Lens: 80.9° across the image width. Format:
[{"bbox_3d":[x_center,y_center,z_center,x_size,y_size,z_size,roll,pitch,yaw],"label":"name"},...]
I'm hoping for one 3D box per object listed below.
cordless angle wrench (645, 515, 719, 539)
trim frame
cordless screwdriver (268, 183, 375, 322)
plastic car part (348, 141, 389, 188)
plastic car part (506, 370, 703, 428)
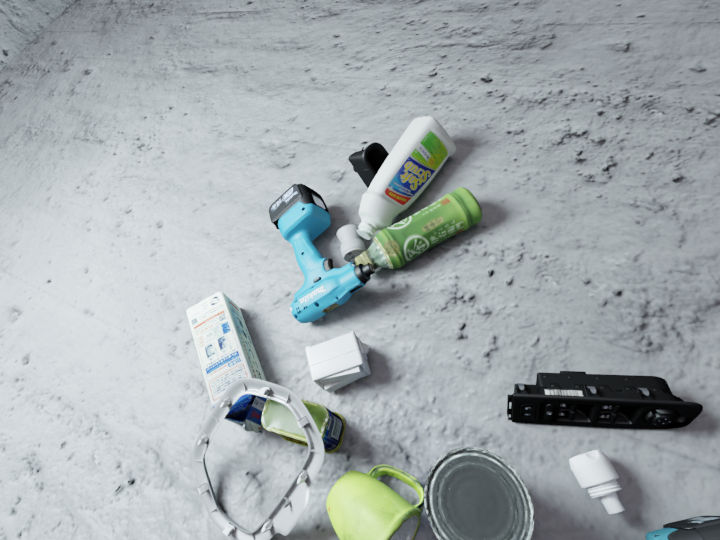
[{"bbox_3d":[0.176,0.356,0.440,0.427,0.093,0.077,-23,56,9],"label":"cordless angle wrench"},{"bbox_3d":[-0.147,0.261,0.572,0.191,0.026,0.248,39,105,21],"label":"trim frame"},{"bbox_3d":[-0.073,-0.048,0.747,0.162,0.070,0.259,-34,55,23],"label":"cordless screwdriver"},{"bbox_3d":[0.021,-0.196,0.815,0.074,0.110,0.066,5,58,47],"label":"plastic car part"},{"bbox_3d":[0.294,0.162,0.532,0.209,0.064,0.067,0,34,20],"label":"plastic car part"}]
